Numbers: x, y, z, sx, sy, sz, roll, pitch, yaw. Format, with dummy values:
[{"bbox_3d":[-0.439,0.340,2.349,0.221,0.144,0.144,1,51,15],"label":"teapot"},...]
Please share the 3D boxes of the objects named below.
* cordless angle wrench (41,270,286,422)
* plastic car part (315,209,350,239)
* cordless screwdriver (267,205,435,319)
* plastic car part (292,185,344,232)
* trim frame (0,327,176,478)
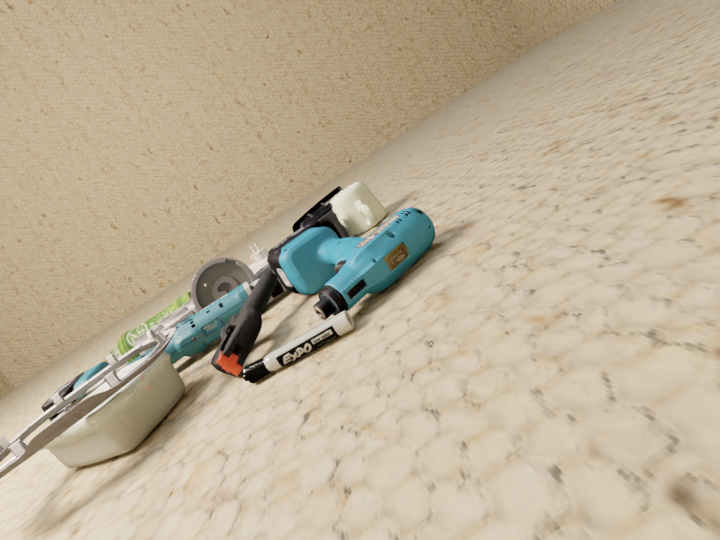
[{"bbox_3d":[-0.254,0.098,0.641,0.420,0.073,0.101,-33,13,-8],"label":"cordless angle wrench"},{"bbox_3d":[-0.074,-0.048,0.753,0.118,0.066,0.070,-33,-3,14],"label":"plastic car part"},{"bbox_3d":[-0.042,-0.005,0.520,0.157,0.072,0.259,-41,20,-26],"label":"cordless screwdriver"},{"bbox_3d":[-0.081,-0.130,1.018,0.071,0.064,0.200,14,43,38],"label":"plastic car part"},{"bbox_3d":[-0.316,0.142,0.474,0.245,0.027,0.191,-38,17,-21],"label":"trim frame"}]
